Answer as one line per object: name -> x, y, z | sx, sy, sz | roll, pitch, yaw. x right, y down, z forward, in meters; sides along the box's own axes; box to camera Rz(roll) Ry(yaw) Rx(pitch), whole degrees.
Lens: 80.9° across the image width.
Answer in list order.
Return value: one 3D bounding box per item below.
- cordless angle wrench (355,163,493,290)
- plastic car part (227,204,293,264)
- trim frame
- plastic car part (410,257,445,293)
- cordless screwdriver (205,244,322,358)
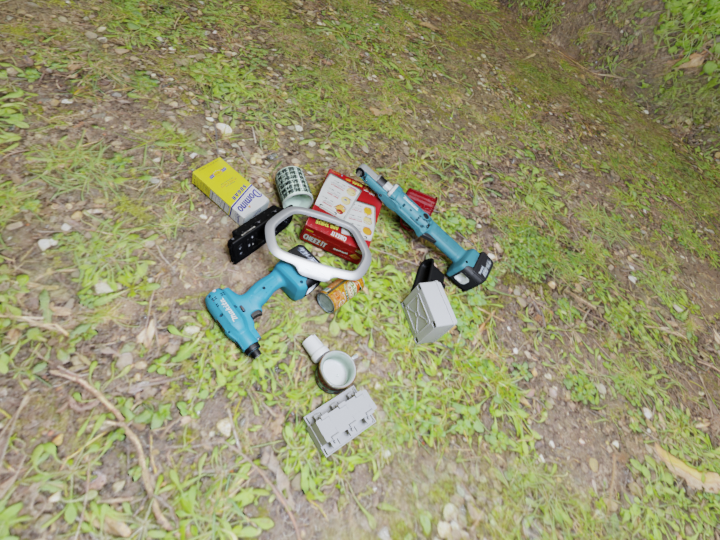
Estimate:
cordless angle wrench -> 0.152, -0.124, 1.081 | 0.422, 0.075, 0.097 | 43, 52, -1
plastic car part -> -0.237, -0.096, 0.989 | 0.071, 0.064, 0.199 | 27, 49, 31
trim frame -> -0.091, -0.060, 0.935 | 0.243, 0.027, 0.189 | 17, 48, -12
plastic car part -> 0.177, 0.029, 1.046 | 0.069, 0.067, 0.117 | 39, 47, -12
cordless screwdriver -> -0.180, 0.060, 0.887 | 0.243, 0.074, 0.164 | -33, 72, -30
